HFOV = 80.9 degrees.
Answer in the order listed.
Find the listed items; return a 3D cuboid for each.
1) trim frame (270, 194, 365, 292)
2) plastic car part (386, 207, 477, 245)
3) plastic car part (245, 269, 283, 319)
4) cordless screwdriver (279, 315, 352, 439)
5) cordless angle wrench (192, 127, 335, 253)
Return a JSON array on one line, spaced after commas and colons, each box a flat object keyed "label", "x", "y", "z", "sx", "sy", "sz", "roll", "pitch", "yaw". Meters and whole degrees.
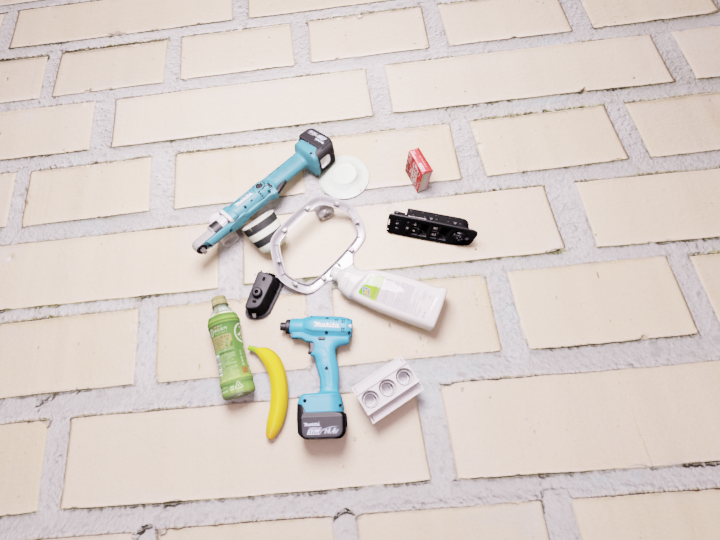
[{"label": "trim frame", "x": -0.096, "y": -0.063, "z": 0.985, "sx": 0.247, "sy": 0.028, "sz": 0.180, "roll": -46, "pitch": 101, "yaw": -15}, {"label": "plastic car part", "x": 0.168, "y": -0.105, "z": 0.996, "sx": 0.207, "sy": 0.064, "sz": 0.067, "roll": 15, "pitch": 45, "yaw": 11}, {"label": "plastic car part", "x": -0.225, "y": 0.051, "z": 0.959, "sx": 0.067, "sy": 0.069, "sz": 0.117, "roll": 17, "pitch": 68, "yaw": 10}, {"label": "cordless screwdriver", "x": -0.099, "y": 0.216, "z": 0.882, "sx": 0.161, "sy": 0.072, "sz": 0.254, "roll": 0, "pitch": 65, "yaw": 4}, {"label": "cordless angle wrench", "x": -0.236, "y": -0.188, "z": 1.025, "sx": 0.103, "sy": 0.071, "sz": 0.419, "roll": 36, "pitch": 70, "yaw": 26}]
